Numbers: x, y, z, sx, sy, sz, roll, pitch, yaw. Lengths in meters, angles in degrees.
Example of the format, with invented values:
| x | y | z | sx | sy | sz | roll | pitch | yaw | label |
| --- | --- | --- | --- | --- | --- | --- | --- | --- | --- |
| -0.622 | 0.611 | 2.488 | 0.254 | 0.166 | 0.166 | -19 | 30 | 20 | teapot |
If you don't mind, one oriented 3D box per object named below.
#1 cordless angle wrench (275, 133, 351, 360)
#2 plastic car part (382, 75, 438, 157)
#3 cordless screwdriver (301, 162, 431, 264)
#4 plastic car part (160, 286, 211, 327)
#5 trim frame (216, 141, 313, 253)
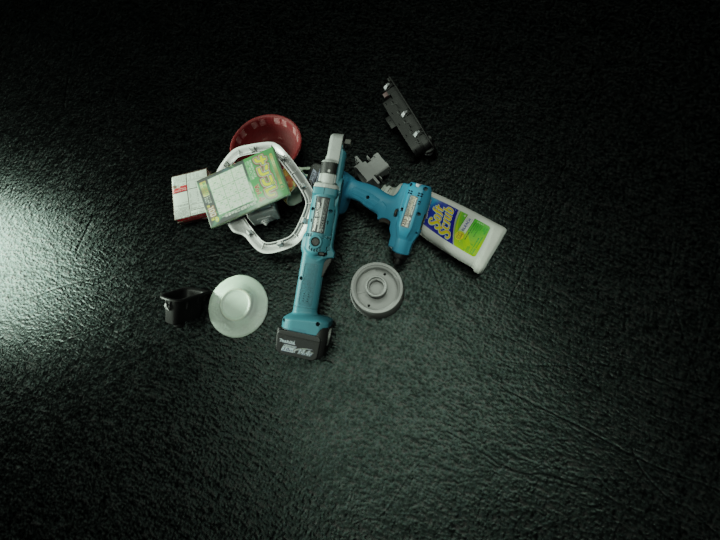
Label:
| x | y | z | sx | sy | sz | roll | pitch | yaw | label |
| --- | --- | --- | --- | --- | --- | --- | --- | --- | --- |
| -0.078 | -0.051 | 0.802 | 0.100 | 0.073 | 0.423 | 9 | 90 | 9 | cordless angle wrench |
| 0.099 | -0.322 | 0.915 | 0.067 | 0.064 | 0.209 | -33 | 72 | 7 | plastic car part |
| 0.003 | -0.120 | 0.844 | 0.259 | 0.072 | 0.158 | 20 | 101 | 22 | cordless screwdriver |
| -0.358 | 0.077 | 0.849 | 0.067 | 0.115 | 0.070 | 6 | 100 | 9 | plastic car part |
| -0.199 | -0.152 | 0.860 | 0.185 | 0.027 | 0.254 | -36 | 79 | 7 | trim frame |
